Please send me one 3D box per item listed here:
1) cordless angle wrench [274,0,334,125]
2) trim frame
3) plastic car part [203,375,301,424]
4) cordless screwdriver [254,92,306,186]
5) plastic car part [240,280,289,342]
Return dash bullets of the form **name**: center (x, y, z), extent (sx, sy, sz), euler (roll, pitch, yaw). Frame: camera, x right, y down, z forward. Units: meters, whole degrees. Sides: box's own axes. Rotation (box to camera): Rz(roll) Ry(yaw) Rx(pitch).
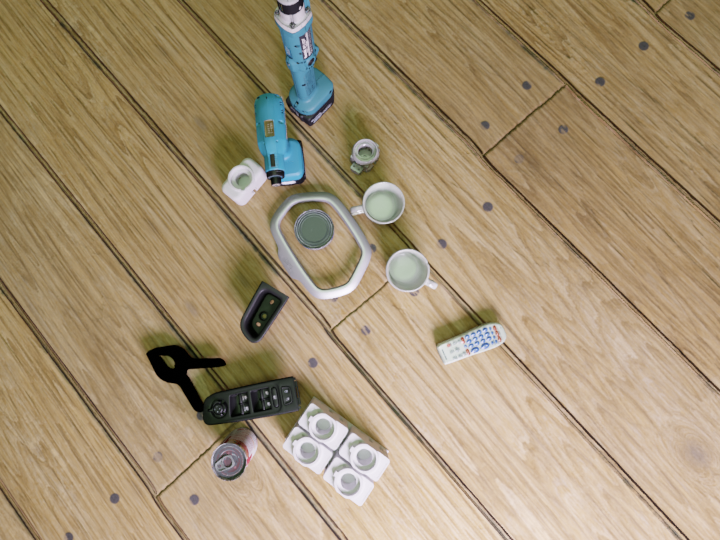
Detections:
- **cordless angle wrench**: center (-0.106, -0.391, 0.758), extent (0.075, 0.419, 0.098), euler (44, 86, 2)
- **trim frame**: center (-0.089, -0.058, 0.912), extent (0.184, 0.027, 0.252), euler (-34, 82, -1)
- **plastic car part**: center (-0.221, 0.264, 0.862), extent (0.204, 0.066, 0.067), euler (-13, 84, 2)
- **cordless screwdriver**: center (-0.154, -0.217, 0.827), extent (0.074, 0.246, 0.160), euler (-6, 85, -1)
- **plastic car part**: center (-0.202, 0.089, 0.880), extent (0.067, 0.070, 0.116), euler (30, 86, 4)
